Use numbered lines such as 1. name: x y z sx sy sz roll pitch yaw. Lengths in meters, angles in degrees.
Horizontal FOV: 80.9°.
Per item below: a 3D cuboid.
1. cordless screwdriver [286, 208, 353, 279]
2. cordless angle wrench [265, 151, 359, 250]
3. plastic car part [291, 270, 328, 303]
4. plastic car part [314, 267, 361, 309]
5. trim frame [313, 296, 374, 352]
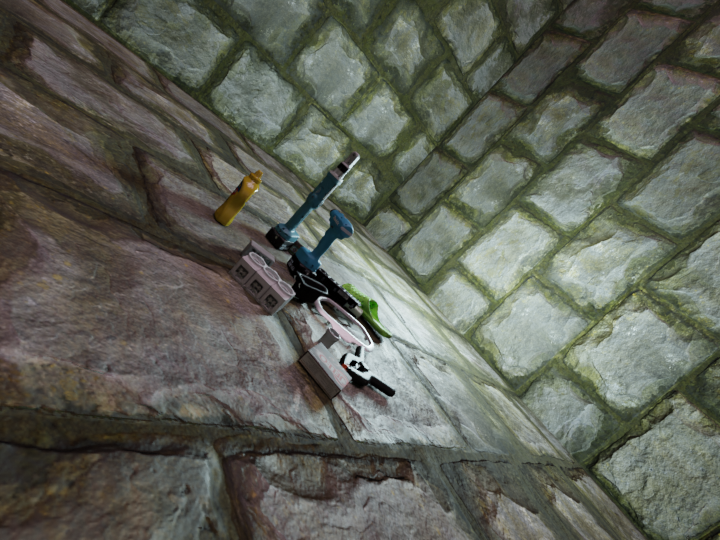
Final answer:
1. cordless screwdriver: -0.136 -0.089 1.386 0.070 0.250 0.167 36 13 -34
2. cordless angle wrench: -0.155 -0.243 1.450 0.077 0.424 0.094 47 12 15
3. plastic car part: -0.153 0.061 1.213 0.110 0.071 0.069 33 15 -42
4. plastic car part: -0.090 0.065 1.445 0.208 0.067 0.064 45 11 12
5. trim frame: -0.053 0.162 1.300 0.246 0.027 0.185 42 10 -6
